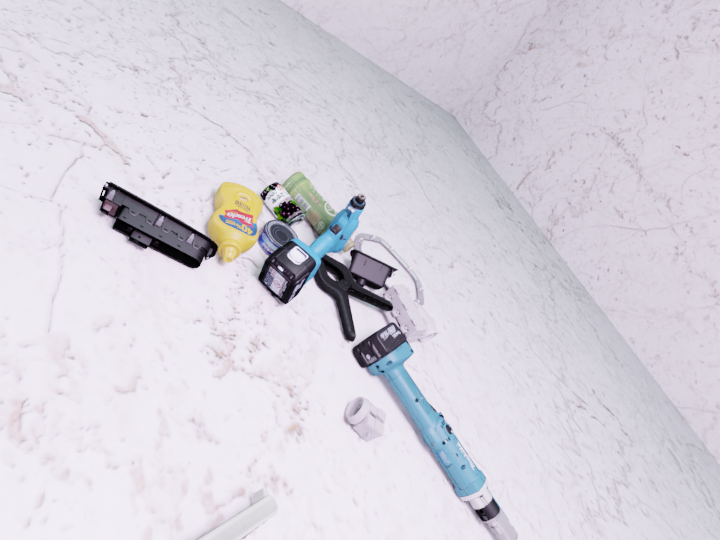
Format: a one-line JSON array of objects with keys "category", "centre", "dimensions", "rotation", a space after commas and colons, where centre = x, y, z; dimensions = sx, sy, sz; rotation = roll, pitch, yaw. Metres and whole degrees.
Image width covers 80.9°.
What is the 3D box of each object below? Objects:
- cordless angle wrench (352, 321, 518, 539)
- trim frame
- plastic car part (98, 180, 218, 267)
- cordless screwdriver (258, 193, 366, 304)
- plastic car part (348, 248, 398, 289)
[{"category": "cordless angle wrench", "centre": [0.142, 0.299, 0.778], "dimensions": [0.094, 0.075, 0.434], "rotation": [-14, 65, -54]}, {"category": "trim frame", "centre": [0.080, -0.006, 1.106], "dimensions": [0.252, 0.028, 0.180], "rotation": [49, 33, 6]}, {"category": "plastic car part", "centre": [-0.326, -0.062, 0.682], "dimensions": [0.194, 0.067, 0.069], "rotation": [28, 46, -24]}, {"category": "cordless screwdriver", "centre": [-0.080, -0.052, 0.819], "dimensions": [0.075, 0.159, 0.245], "rotation": [41, 44, 5]}, {"category": "plastic car part", "centre": [0.016, 0.007, 0.984], "dimensions": [0.114, 0.067, 0.071], "rotation": [24, 68, -11]}]
